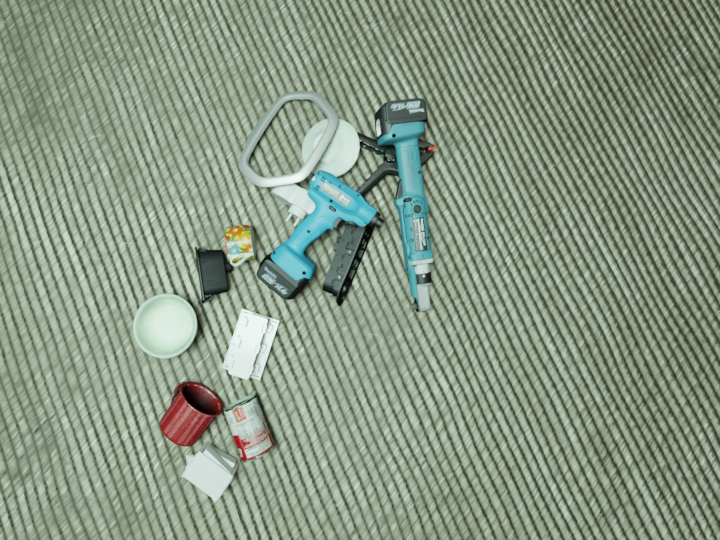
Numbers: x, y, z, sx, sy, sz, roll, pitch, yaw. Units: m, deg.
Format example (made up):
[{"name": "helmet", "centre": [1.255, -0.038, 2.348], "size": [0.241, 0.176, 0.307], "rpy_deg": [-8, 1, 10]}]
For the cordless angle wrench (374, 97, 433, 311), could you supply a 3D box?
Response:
[{"name": "cordless angle wrench", "centre": [0.104, -0.125, 0.858], "size": [0.097, 0.075, 0.421], "rpy_deg": [-8, 93, -8]}]

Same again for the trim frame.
[{"name": "trim frame", "centre": [-0.153, -0.278, 0.886], "size": [0.191, 0.026, 0.249], "rpy_deg": [22, 77, 19]}]

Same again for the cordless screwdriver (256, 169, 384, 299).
[{"name": "cordless screwdriver", "centre": [-0.081, -0.053, 0.824], "size": [0.160, 0.074, 0.249], "rpy_deg": [35, 101, 1]}]

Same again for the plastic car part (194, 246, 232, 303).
[{"name": "plastic car part", "centre": [-0.297, 0.003, 0.860], "size": [0.069, 0.067, 0.118], "rpy_deg": [-5, 80, -20]}]

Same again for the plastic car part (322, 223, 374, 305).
[{"name": "plastic car part", "centre": [-0.027, -0.029, 0.864], "size": [0.068, 0.065, 0.204], "rpy_deg": [17, 82, 8]}]
